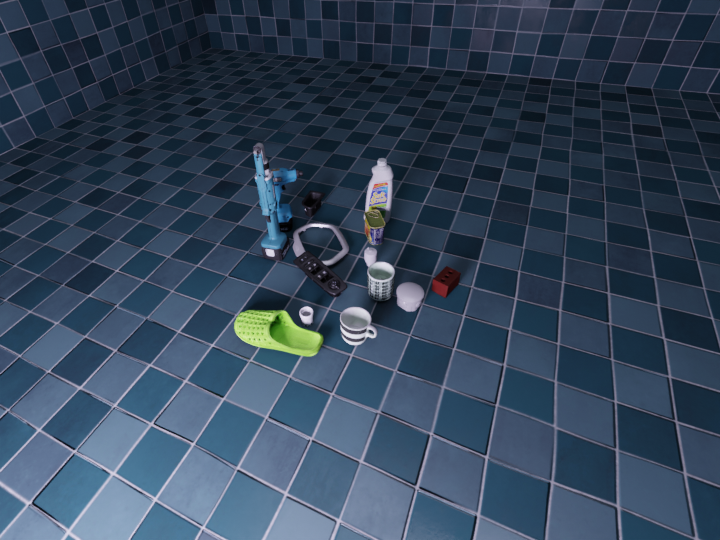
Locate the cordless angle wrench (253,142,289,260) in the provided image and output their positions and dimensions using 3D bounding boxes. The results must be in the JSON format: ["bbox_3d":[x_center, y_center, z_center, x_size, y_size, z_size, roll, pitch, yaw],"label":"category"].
[{"bbox_3d":[-0.294,-0.213,1.350,0.076,0.409,0.099,10,43,10],"label":"cordless angle wrench"}]

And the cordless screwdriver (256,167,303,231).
[{"bbox_3d":[-0.278,-0.256,1.518,0.158,0.240,0.077,-5,43,-4],"label":"cordless screwdriver"}]

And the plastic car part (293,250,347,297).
[{"bbox_3d":[-0.126,0.021,1.338,0.065,0.065,0.214,-33,50,-29],"label":"plastic car part"}]

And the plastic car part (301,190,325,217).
[{"bbox_3d":[-0.185,-0.248,1.627,0.068,0.068,0.117,13,45,15],"label":"plastic car part"}]

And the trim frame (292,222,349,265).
[{"bbox_3d":[-0.146,-0.095,1.492,0.181,0.026,0.261,-17,44,-13],"label":"trim frame"}]
